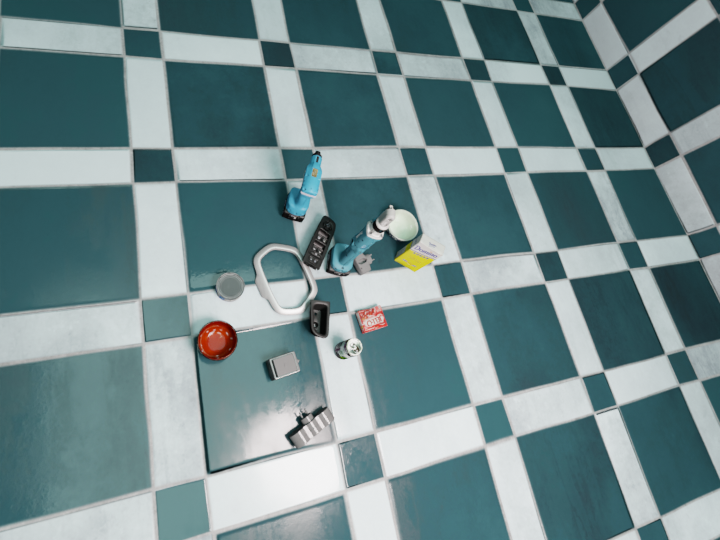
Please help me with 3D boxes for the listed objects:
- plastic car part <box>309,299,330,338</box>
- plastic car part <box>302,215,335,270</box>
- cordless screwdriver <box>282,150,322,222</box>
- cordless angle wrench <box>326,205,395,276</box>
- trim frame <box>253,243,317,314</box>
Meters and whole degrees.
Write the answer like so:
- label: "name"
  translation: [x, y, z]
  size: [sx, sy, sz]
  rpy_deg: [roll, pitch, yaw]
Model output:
- label: "plastic car part"
  translation: [-0.135, 0.157, 1.320]
  size: [0.064, 0.071, 0.119]
  rpy_deg: [8, 68, -19]
- label: "plastic car part"
  translation: [-0.139, -0.091, 1.419]
  size: [0.065, 0.068, 0.204]
  rpy_deg: [26, 63, -11]
- label: "cordless screwdriver"
  translation: [-0.182, -0.266, 1.370]
  size: [0.072, 0.251, 0.162]
  rpy_deg: [17, 66, -17]
- label: "cordless angle wrench"
  translation: [0.000, -0.083, 1.261]
  size: [0.072, 0.428, 0.100]
  rpy_deg: [13, 68, -19]
- label: "trim frame"
  translation: [-0.244, 0.025, 1.360]
  size: [0.179, 0.028, 0.253]
  rpy_deg: [-22, 78, -25]
